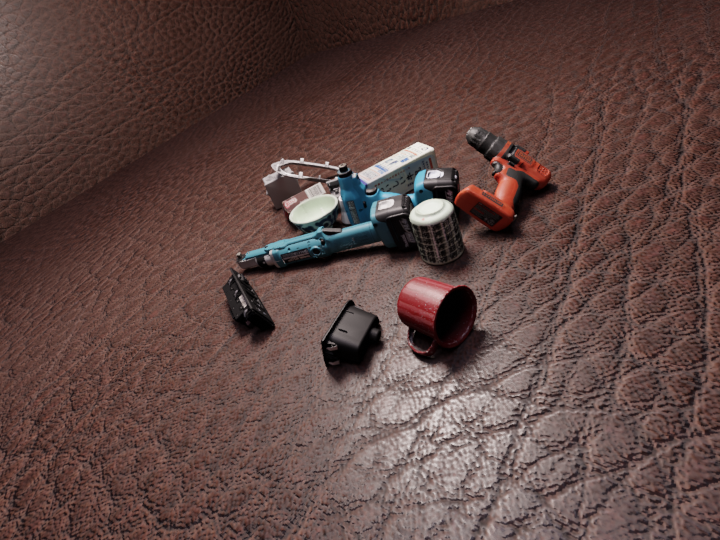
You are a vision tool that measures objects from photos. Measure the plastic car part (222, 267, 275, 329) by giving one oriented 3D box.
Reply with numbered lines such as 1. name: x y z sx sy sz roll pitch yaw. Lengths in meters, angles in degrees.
1. plastic car part: -0.237 0.062 0.860 0.067 0.063 0.214 -50 37 6

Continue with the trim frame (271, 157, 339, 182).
1. trim frame: -0.120 -0.272 1.157 0.244 0.027 0.190 7 28 -11

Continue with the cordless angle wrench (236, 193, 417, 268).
1. cordless angle wrench: -0.089 -0.058 0.909 0.435 0.094 0.075 -12 34 23

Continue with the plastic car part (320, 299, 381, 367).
1. plastic car part: -0.006 0.100 0.673 0.074 0.063 0.116 16 45 23

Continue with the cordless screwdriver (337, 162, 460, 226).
1. cordless screwdriver: 0.076 -0.168 0.887 0.258 0.152 0.075 -4 37 24
